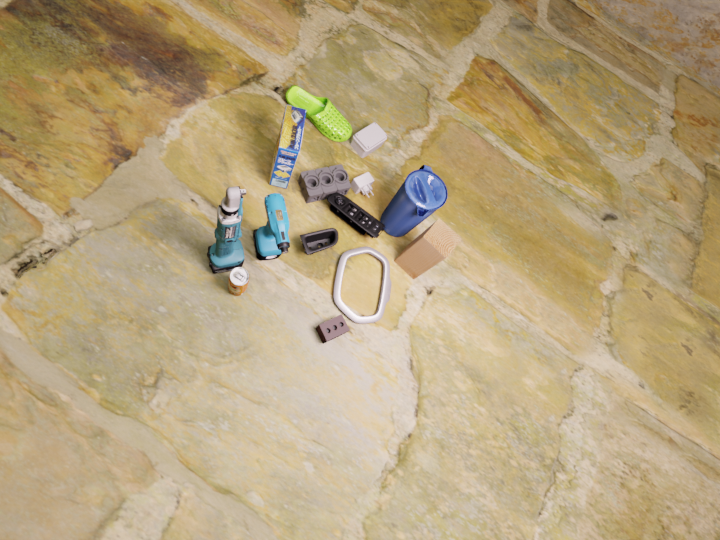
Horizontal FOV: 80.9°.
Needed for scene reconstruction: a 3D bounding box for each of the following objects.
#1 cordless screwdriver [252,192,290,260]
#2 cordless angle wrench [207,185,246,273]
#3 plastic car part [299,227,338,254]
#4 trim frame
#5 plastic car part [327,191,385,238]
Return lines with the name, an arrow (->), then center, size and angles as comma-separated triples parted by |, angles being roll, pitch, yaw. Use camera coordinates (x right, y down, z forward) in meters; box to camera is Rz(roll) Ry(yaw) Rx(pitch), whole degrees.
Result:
cordless screwdriver -> -0.239, -0.087, 1.162 | 0.072, 0.250, 0.163 | -7, 73, -22
cordless angle wrench -> -0.327, -0.096, 1.045 | 0.095, 0.425, 0.076 | -10, 75, -23
plastic car part -> -0.126, -0.082, 1.289 | 0.114, 0.071, 0.067 | -16, 76, -21
trim frame -> 0.011, 0.041, 1.297 | 0.181, 0.027, 0.253 | 13, 65, -9
plastic car part -> -0.021, -0.175, 1.357 | 0.204, 0.067, 0.066 | 40, 64, 3
